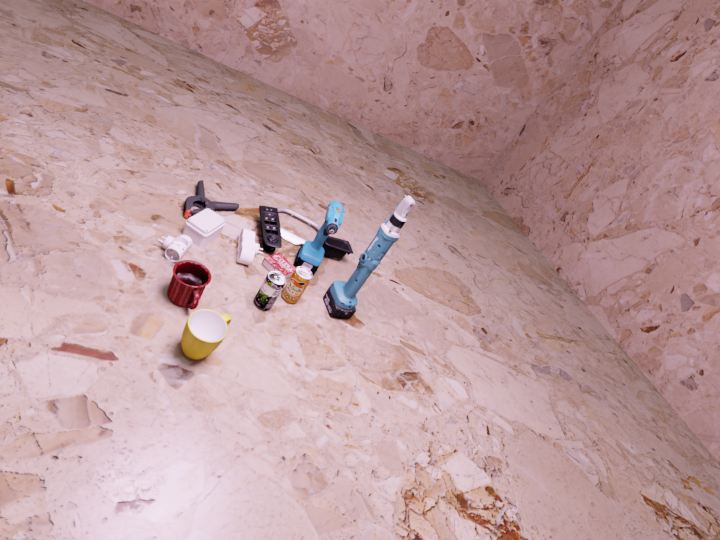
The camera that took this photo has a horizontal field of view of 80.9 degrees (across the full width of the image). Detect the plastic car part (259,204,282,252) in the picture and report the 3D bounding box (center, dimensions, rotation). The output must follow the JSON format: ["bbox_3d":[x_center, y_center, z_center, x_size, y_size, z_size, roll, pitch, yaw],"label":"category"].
[{"bbox_3d":[-0.302,-0.132,1.390,0.063,0.067,0.212,14,35,-29],"label":"plastic car part"}]

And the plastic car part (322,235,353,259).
[{"bbox_3d":[-0.095,-0.074,1.481,0.111,0.071,0.069,12,36,-30],"label":"plastic car part"}]

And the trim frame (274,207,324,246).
[{"bbox_3d":[-0.231,-0.155,1.523,0.246,0.027,0.187,27,31,-6],"label":"trim frame"}]

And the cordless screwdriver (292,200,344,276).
[{"bbox_3d":[-0.126,-0.083,1.294,0.073,0.248,0.163,26,31,-14],"label":"cordless screwdriver"}]

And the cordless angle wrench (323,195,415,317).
[{"bbox_3d":[0.028,-0.033,1.185,0.071,0.423,0.103,11,38,-34],"label":"cordless angle wrench"}]
